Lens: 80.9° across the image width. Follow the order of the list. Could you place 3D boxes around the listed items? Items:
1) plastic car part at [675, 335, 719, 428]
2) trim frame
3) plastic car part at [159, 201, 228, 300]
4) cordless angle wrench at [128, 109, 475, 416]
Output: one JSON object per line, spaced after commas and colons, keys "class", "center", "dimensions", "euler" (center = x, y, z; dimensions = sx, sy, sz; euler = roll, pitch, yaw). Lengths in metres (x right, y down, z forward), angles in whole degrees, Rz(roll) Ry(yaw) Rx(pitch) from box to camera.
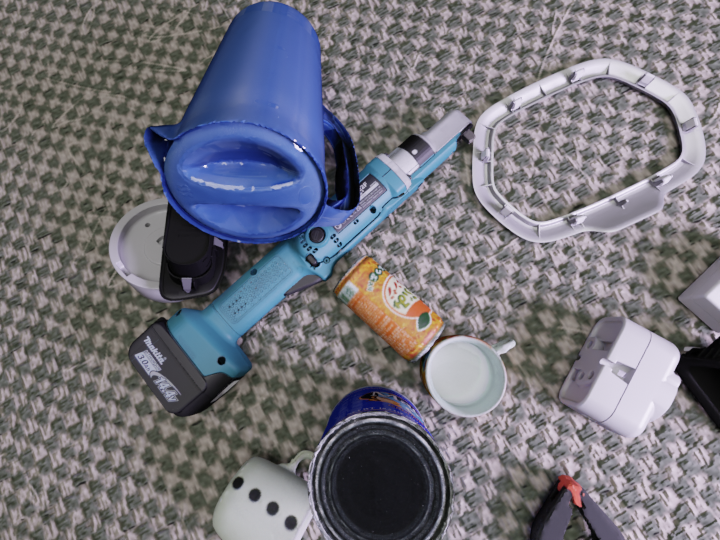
{"class": "plastic car part", "center": [0.351, 0.103, 0.377], "dimensions": [0.070, 0.067, 0.116], "euler": [-40, 94, -17]}
{"class": "trim frame", "center": [0.240, -0.131, 0.453], "dimensions": [0.248, 0.027, 0.188], "euler": [-24, 78, -1]}
{"class": "plastic car part", "center": [-0.163, -0.069, 0.426], "dimensions": [0.065, 0.067, 0.208], "euler": [3, 63, -16]}
{"class": "cordless angle wrench", "center": [-0.044, -0.028, 0.445], "dimensions": [0.422, 0.073, 0.100], "euler": [-42, 80, -5]}
